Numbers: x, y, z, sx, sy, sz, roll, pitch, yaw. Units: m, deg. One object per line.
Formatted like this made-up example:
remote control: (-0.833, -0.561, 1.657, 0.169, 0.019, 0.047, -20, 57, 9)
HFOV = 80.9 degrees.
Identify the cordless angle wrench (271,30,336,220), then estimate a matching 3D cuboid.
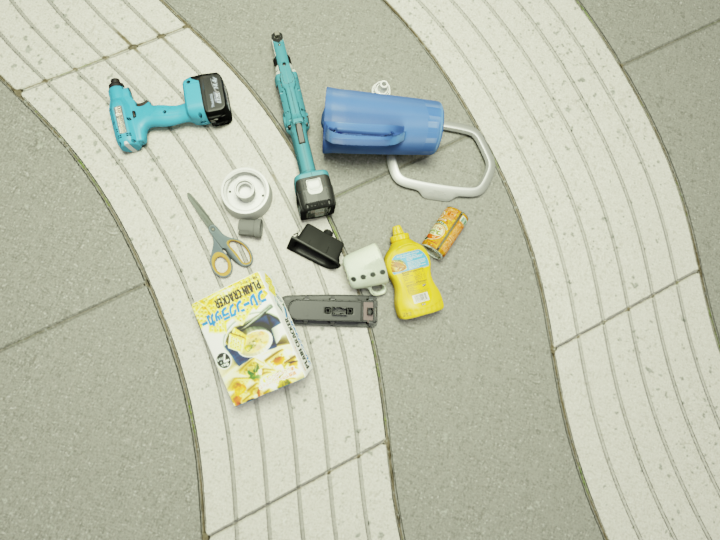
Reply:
cordless angle wrench: (-0.137, -0.320, 0.905, 0.074, 0.097, 0.430, -12, 79, -8)

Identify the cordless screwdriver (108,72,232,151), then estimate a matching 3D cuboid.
cordless screwdriver: (-0.407, -0.359, 0.897, 0.248, 0.074, 0.161, -16, 84, -2)

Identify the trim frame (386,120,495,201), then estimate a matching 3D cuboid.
trim frame: (0.178, -0.247, 0.939, 0.246, 0.027, 0.185, 7, 80, -4)

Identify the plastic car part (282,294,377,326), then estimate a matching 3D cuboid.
plastic car part: (-0.063, 0.083, 0.860, 0.203, 0.067, 0.066, 2, 90, -1)

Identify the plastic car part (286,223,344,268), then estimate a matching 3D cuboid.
plastic car part: (-0.086, -0.056, 0.882, 0.116, 0.066, 0.071, 25, 67, -5)
